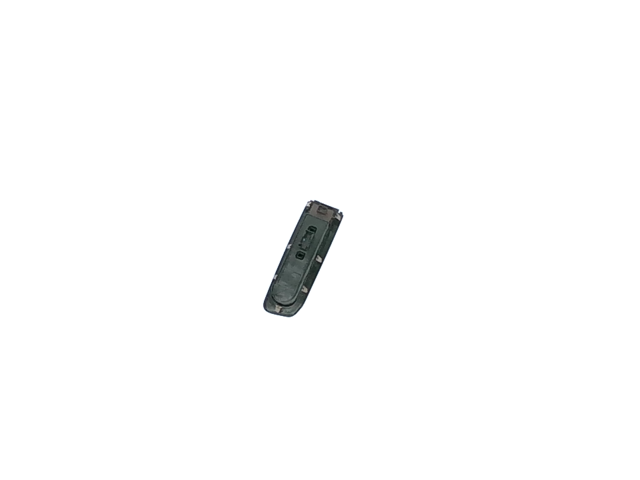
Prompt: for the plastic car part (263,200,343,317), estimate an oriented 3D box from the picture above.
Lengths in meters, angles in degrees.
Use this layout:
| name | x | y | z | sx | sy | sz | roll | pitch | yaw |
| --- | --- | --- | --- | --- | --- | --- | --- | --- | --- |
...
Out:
| name | x | y | z | sx | sy | sz | roll | pitch | yaw |
| --- | --- | --- | --- | --- | --- | --- | --- | --- | --- |
| plastic car part | -0.027 | 0.026 | 0.671 | 0.066 | 0.202 | 0.067 | 24 | -14 | 0 |
